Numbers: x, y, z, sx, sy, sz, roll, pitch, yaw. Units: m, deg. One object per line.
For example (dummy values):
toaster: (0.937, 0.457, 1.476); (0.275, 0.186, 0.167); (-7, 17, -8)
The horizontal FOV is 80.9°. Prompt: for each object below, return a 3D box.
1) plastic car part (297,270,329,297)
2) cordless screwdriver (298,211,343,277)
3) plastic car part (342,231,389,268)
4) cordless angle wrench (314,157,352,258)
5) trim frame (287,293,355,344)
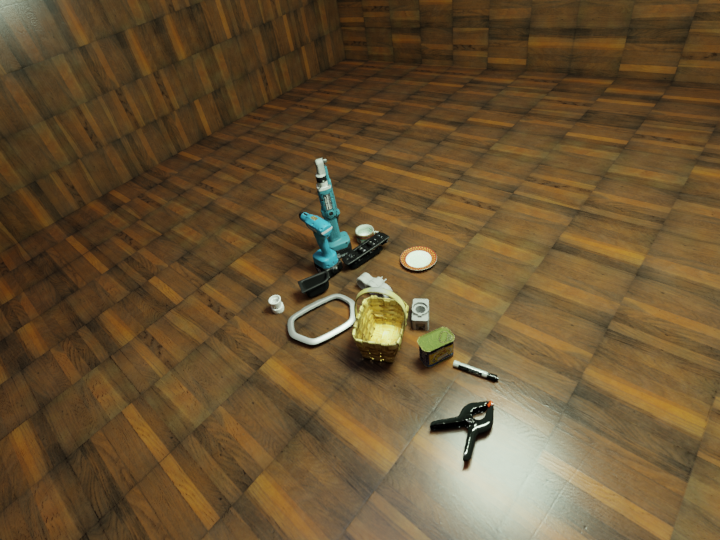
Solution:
plastic car part: (-0.157, 0.057, 1.513); (0.115, 0.068, 0.069); (-21, 42, -8)
cordless screwdriver: (-0.152, -0.099, 1.554); (0.073, 0.238, 0.169); (-34, 45, -24)
plastic car part: (0.018, -0.071, 1.605); (0.200, 0.064, 0.070); (-32, 44, -18)
cordless angle wrench: (-0.113, -0.221, 1.550); (0.097, 0.405, 0.078); (-17, 41, -6)
trim frame: (-0.128, 0.160, 1.423); (0.245, 0.026, 0.195); (-29, 43, -15)
